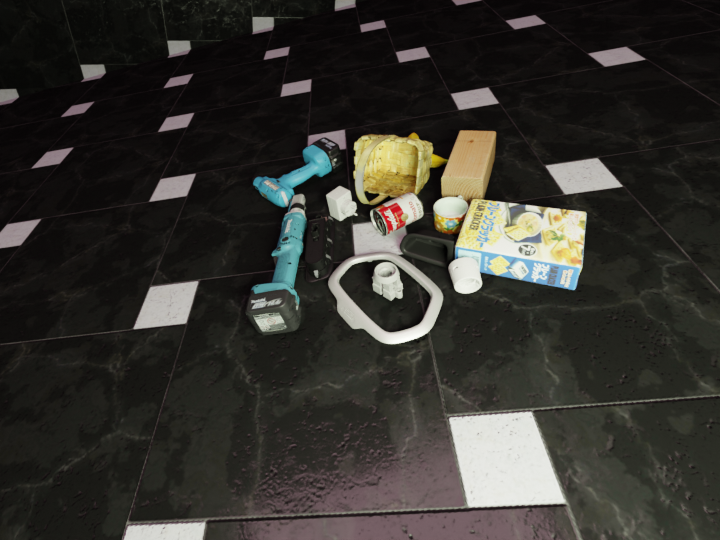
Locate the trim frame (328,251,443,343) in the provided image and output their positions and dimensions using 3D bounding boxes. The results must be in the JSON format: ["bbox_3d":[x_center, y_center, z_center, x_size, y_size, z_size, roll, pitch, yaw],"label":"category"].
[{"bbox_3d":[0.043,0.045,0.832,0.181,0.026,0.263,-31,48,-18],"label":"trim frame"}]

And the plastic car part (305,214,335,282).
[{"bbox_3d":[-0.093,-0.061,0.950,0.067,0.064,0.209,-6,47,4],"label":"plastic car part"}]

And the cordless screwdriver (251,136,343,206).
[{"bbox_3d":[-0.179,-0.282,1.186,0.246,0.071,0.168,-40,49,-19],"label":"cordless screwdriver"}]

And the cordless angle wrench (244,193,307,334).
[{"bbox_3d":[-0.162,-0.049,0.949,0.100,0.071,0.434,-12,41,12],"label":"cordless angle wrench"}]

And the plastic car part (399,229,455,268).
[{"bbox_3d":[0.150,-0.058,0.889,0.123,0.064,0.069,19,37,33],"label":"plastic car part"}]
